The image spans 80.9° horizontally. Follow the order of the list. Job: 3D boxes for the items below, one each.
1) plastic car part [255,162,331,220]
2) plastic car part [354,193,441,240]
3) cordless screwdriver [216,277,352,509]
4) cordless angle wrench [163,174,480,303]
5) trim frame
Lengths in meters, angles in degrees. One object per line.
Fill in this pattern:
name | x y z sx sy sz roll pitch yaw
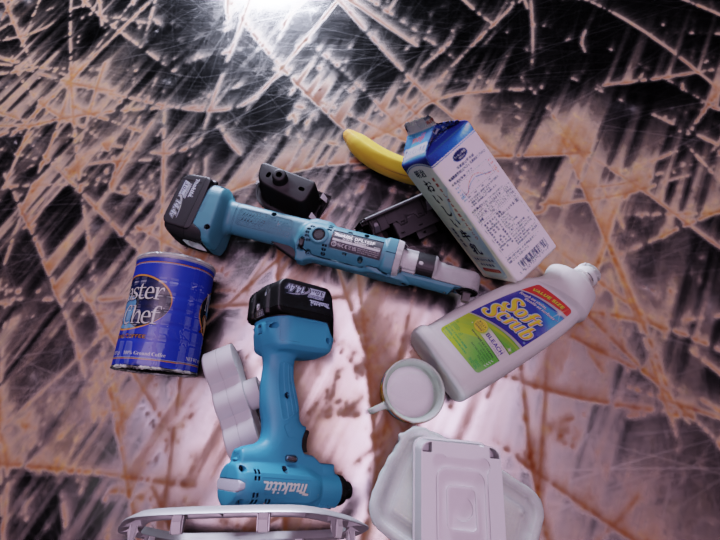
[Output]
plastic car part | -0.109 -0.120 0.623 0.119 0.069 0.066 26 71 9
plastic car part | 0.096 -0.087 0.602 0.201 0.066 0.068 -28 81 -8
cordless screwdriver | -0.071 0.144 0.500 0.151 0.076 0.255 22 55 -34
cordless angle wrench | -0.056 -0.037 0.573 0.433 0.072 0.099 15 70 12
trim frame | -0.116 0.260 0.417 0.249 0.177 0.028 -4 51 1
